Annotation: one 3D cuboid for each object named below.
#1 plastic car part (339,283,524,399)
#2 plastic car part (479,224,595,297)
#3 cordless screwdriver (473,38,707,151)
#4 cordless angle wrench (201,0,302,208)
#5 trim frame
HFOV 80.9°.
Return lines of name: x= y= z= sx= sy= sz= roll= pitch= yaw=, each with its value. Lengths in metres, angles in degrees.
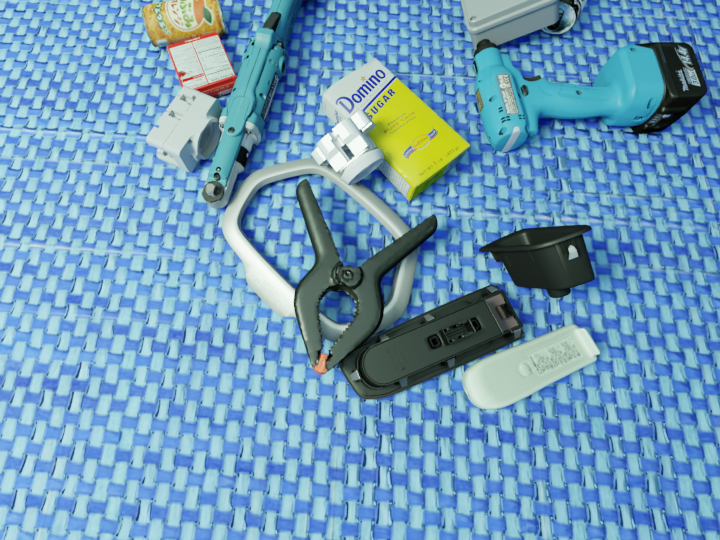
plastic car part: x=0.078 y=0.076 z=0.440 sx=0.202 sy=0.066 sz=0.067 roll=-22 pitch=81 yaw=-5
plastic car part: x=0.194 y=-0.007 z=0.447 sx=0.065 sy=0.119 sz=0.070 roll=-24 pitch=99 yaw=-10
cordless screwdriver: x=0.275 y=-0.243 z=0.544 sx=0.250 sy=0.072 sz=0.163 roll=-6 pitch=71 yaw=2
cordless angle wrench: x=-0.126 y=-0.276 z=0.556 sx=0.075 sy=0.096 sz=0.426 roll=13 pitch=76 yaw=1
trim frame: x=-0.048 y=-0.032 z=0.496 sx=0.254 sy=0.027 sz=0.183 roll=42 pitch=75 yaw=12
